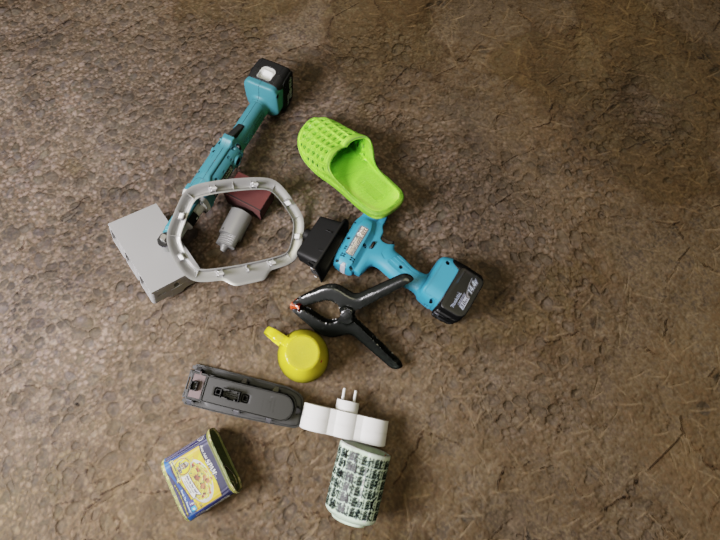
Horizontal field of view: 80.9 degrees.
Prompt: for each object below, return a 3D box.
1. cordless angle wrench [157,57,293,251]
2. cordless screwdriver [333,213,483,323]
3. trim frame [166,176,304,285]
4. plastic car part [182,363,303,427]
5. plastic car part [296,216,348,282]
[{"bbox_3d":[-0.250,-0.215,0.786,0.075,0.097,0.425,23,69,2],"label":"cordless angle wrench"},{"bbox_3d":[0.092,-0.021,0.761,0.254,0.072,0.159,27,73,11],"label":"cordless screwdriver"},{"bbox_3d":[-0.208,-0.068,0.737,0.240,0.029,0.182,-12,98,-31],"label":"trim frame"},{"bbox_3d":[-0.189,0.204,0.687,0.203,0.066,0.067,14,66,0],"label":"plastic car part"},{"bbox_3d":[-0.076,-0.050,0.776,0.073,0.063,0.117,20,69,17],"label":"plastic car part"}]
